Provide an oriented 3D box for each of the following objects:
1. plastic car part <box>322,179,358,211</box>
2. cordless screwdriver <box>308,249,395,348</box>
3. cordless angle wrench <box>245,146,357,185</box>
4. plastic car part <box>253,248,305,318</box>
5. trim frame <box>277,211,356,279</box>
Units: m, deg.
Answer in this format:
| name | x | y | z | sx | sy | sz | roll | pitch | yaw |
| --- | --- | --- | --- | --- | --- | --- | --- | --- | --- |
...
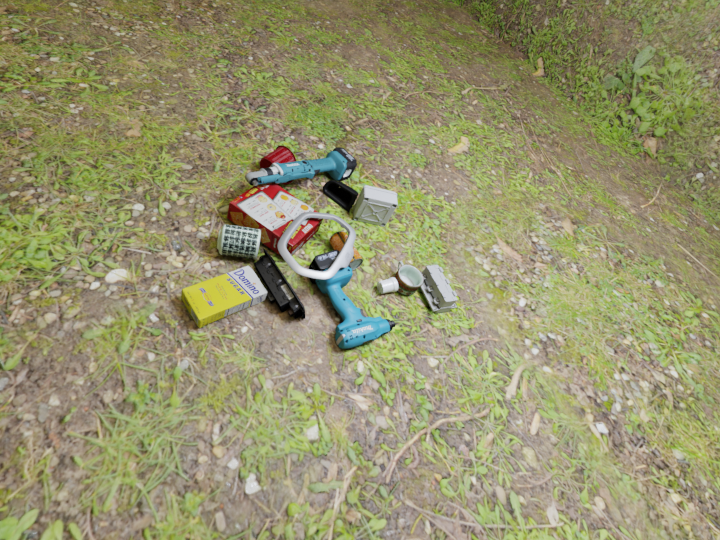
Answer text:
| name | x | y | z | sx | sy | sz | roll | pitch | yaw |
| --- | --- | --- | --- | --- | --- | --- | --- | --- | --- |
| plastic car part | -0.054 | -0.250 | 1.346 | 0.121 | 0.065 | 0.069 | 39 | 33 | 17 |
| cordless screwdriver | -0.026 | 0.066 | 1.071 | 0.154 | 0.074 | 0.259 | -12 | 60 | -28 |
| cordless angle wrench | -0.177 | -0.305 | 1.282 | 0.101 | 0.074 | 0.409 | 46 | 41 | 18 |
| plastic car part | -0.206 | 0.038 | 1.044 | 0.066 | 0.064 | 0.212 | -29 | 64 | -9 |
| trim frame | -0.106 | -0.070 | 1.087 | 0.187 | 0.027 | 0.249 | 23 | 44 | 5 |
